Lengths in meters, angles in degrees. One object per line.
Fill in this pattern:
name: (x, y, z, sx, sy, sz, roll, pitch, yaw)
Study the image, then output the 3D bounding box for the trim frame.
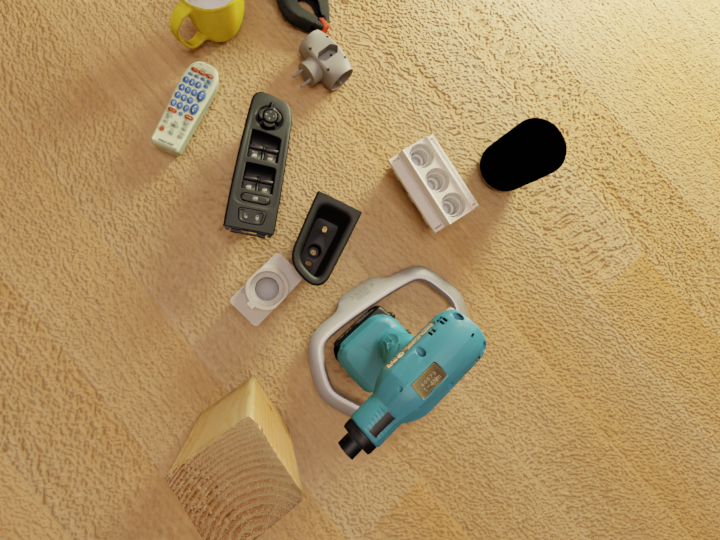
trim frame: (0.045, 0.100, 0.592, 0.246, 0.027, 0.185, -33, 87, -11)

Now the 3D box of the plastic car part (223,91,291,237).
plastic car part: (-0.137, -0.144, 0.583, 0.065, 0.067, 0.204, 9, 81, -9)

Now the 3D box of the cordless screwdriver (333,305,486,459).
cordless screwdriver: (0.021, 0.111, 0.474, 0.158, 0.251, 0.074, -42, 95, -12)

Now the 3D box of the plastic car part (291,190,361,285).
plastic car part: (-0.056, -0.037, 0.576, 0.065, 0.071, 0.117, 26, 80, -7)
